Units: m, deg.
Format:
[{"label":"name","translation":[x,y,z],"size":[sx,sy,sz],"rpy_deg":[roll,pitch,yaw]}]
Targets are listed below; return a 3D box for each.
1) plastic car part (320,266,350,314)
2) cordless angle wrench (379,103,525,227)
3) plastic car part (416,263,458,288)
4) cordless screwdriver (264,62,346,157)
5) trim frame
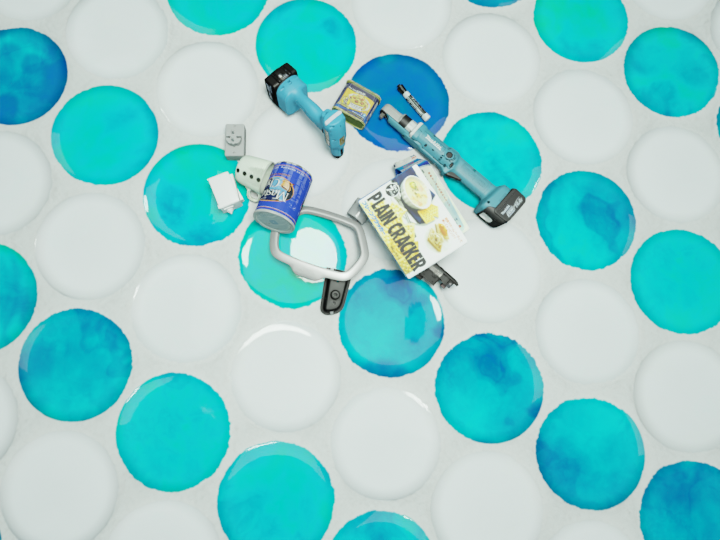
[{"label":"plastic car part","translation":[-0.061,0.051,1.019],"size":[0.066,0.070,0.117],"rpy_deg":[12,80,-2]},{"label":"cordless angle wrench","translation":[0.217,-0.281,1.072],"size":[0.428,0.074,0.098],"rpy_deg":[42,83,5]},{"label":"plastic car part","translation":[0.146,-0.023,1.044],"size":[0.204,0.065,0.067],"rpy_deg":[45,108,2]},{"label":"cordless screwdriver","translation":[-0.128,-0.390,1.053],"size":[0.074,0.155,0.257],"rpy_deg":[-41,72,-11]},{"label":"trim frame","translation":[-0.100,-0.066,1.026],"size":[0.253,0.027,0.185],"rpy_deg":[18,66,8]}]
